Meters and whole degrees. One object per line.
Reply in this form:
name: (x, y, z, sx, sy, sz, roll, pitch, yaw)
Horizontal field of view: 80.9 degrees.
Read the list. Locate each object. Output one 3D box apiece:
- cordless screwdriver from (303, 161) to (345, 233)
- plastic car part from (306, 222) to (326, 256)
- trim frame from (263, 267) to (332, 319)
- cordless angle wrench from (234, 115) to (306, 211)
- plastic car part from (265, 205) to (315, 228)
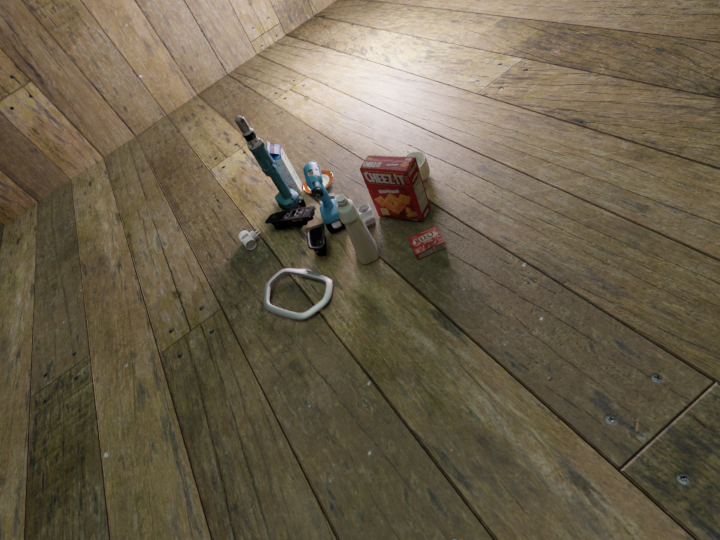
cordless screwdriver: (-0.111, -0.218, 1.370, 0.075, 0.236, 0.166, -22, 45, 6)
plastic car part: (-0.136, -0.089, 1.392, 0.067, 0.067, 0.121, -19, 46, 11)
trim frame: (-0.199, 0.066, 1.321, 0.261, 0.026, 0.185, 9, 57, 33)
cordless angle wrench: (-0.320, -0.361, 1.482, 0.074, 0.401, 0.104, -44, 47, -15)
plastic car part: (-0.251, -0.188, 1.537, 0.211, 0.063, 0.067, -1, 52, 26)
